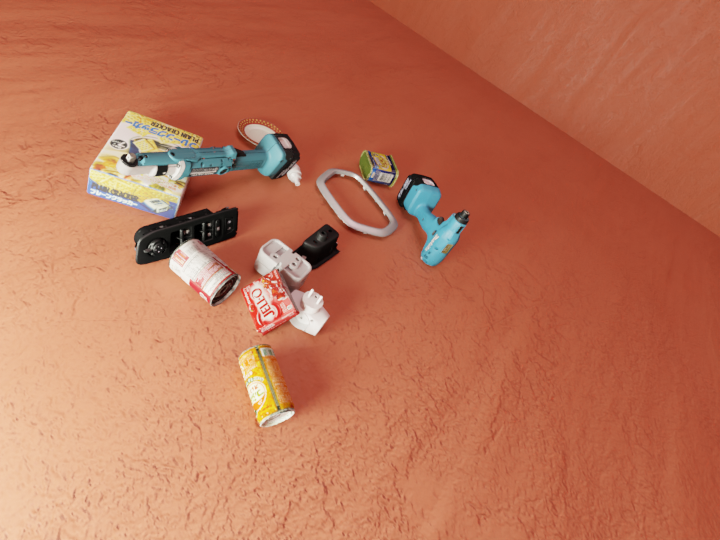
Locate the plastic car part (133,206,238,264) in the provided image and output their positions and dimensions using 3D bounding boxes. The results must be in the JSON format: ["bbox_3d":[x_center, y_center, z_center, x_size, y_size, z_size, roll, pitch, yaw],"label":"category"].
[{"bbox_3d":[-0.315,-0.073,0.758,0.070,0.065,0.198,36,40,20],"label":"plastic car part"}]

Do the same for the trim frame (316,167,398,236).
[{"bbox_3d":[-0.008,-0.174,1.060,0.177,0.027,0.260,-14,55,-37],"label":"trim frame"}]

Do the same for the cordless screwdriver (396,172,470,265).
[{"bbox_3d":[0.179,-0.150,1.039,0.071,0.158,0.259,10,43,-25],"label":"cordless screwdriver"}]

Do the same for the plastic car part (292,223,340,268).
[{"bbox_3d":[-0.084,-0.055,0.863,0.067,0.071,0.114,38,38,10],"label":"plastic car part"}]

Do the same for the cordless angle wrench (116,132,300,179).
[{"bbox_3d":[-0.283,-0.220,0.841,0.075,0.100,0.410,56,34,4],"label":"cordless angle wrench"}]
